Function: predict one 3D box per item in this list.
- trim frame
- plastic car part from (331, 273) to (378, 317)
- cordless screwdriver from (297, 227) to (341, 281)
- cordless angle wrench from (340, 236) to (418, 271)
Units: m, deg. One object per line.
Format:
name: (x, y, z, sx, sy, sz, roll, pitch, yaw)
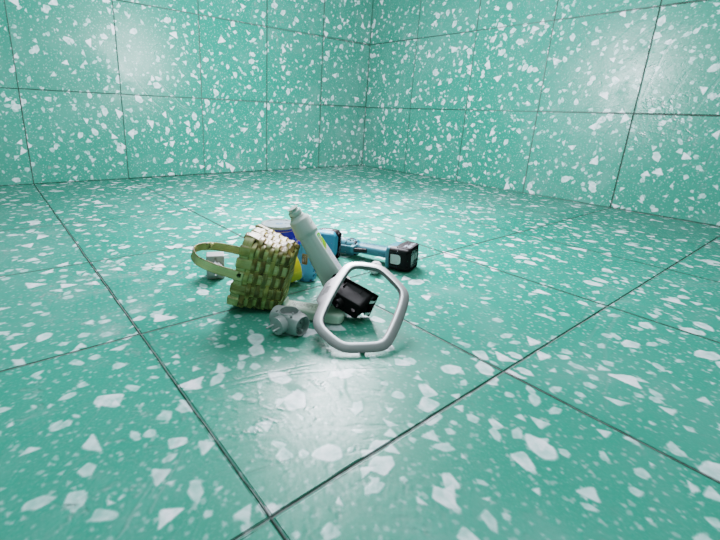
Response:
trim frame: (0.001, 0.072, 0.892, 0.188, 0.027, 0.249, 20, 49, 10)
plastic car part: (-0.031, 0.064, 0.943, 0.120, 0.065, 0.070, 29, 34, 14)
cordless screwdriver: (-0.120, -0.079, 1.232, 0.076, 0.156, 0.247, 8, 18, 11)
cordless angle wrench: (-0.028, -0.077, 1.368, 0.443, 0.073, 0.095, 11, 21, 29)
